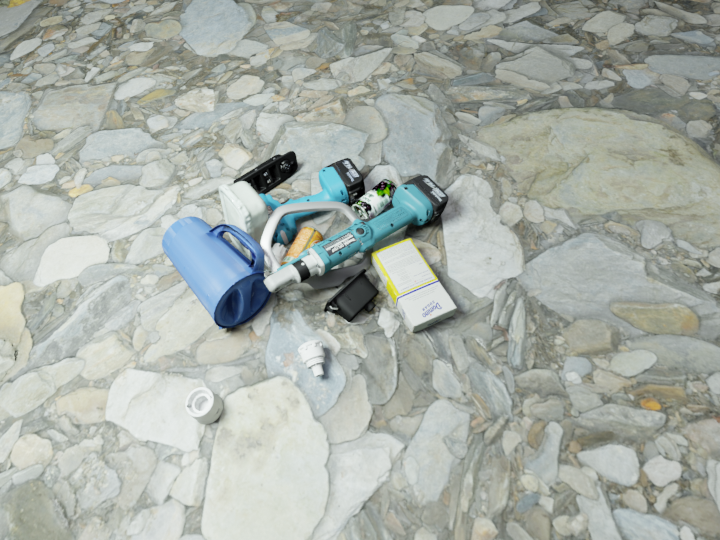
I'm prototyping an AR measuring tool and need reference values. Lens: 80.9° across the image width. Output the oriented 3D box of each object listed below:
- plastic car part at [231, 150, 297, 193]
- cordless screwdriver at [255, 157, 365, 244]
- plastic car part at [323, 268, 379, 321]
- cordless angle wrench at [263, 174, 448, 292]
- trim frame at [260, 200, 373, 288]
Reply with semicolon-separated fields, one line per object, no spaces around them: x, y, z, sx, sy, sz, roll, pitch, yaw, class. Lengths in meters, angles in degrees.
-0.243;-0.226;1.035;0.201;0.063;0.071;-34;36;-14;plastic car part
-0.123;-0.176;0.978;0.247;0.071;0.167;-30;60;-8;cordless screwdriver
-0.007;0.055;0.828;0.115;0.065;0.073;-39;78;-22;plastic car part
-0.005;-0.067;0.852;0.415;0.073;0.102;-31;68;-23;cordless angle wrench
-0.085;-0.056;0.871;0.240;0.028;0.188;-8;74;-24;trim frame
